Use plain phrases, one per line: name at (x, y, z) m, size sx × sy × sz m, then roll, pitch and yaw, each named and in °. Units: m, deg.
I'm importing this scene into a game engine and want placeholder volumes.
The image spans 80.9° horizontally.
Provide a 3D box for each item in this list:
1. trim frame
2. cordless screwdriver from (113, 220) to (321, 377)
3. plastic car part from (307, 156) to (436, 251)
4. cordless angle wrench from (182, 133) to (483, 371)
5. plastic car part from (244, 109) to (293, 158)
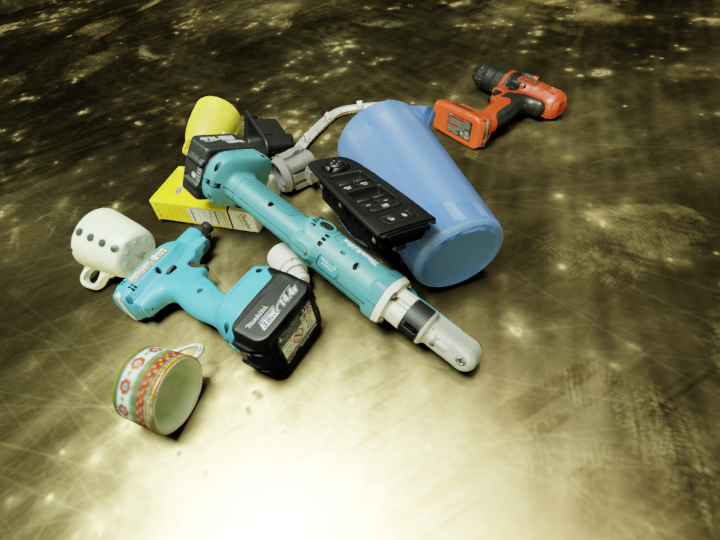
trim frame at (-0.010, -0.238, 0.743) m, size 0.192 × 0.026 × 0.247 m, roll 19°, pitch 52°, yaw 24°
cordless screwdriver at (-0.162, 0.016, 0.509) m, size 0.260 × 0.071 × 0.159 m, roll 15°, pitch 52°, yaw 27°
plastic car part at (0.002, -0.079, 0.489) m, size 0.065 × 0.064 × 0.214 m, roll -23°, pitch 44°, yaw -15°
cordless angle wrench at (-0.049, -0.032, 0.496) m, size 0.441 × 0.074 × 0.095 m, roll 37°, pitch 33°, yaw 23°
plastic car part at (-0.157, -0.232, 0.748) m, size 0.069 × 0.064 × 0.123 m, roll -17°, pitch 49°, yaw -27°
